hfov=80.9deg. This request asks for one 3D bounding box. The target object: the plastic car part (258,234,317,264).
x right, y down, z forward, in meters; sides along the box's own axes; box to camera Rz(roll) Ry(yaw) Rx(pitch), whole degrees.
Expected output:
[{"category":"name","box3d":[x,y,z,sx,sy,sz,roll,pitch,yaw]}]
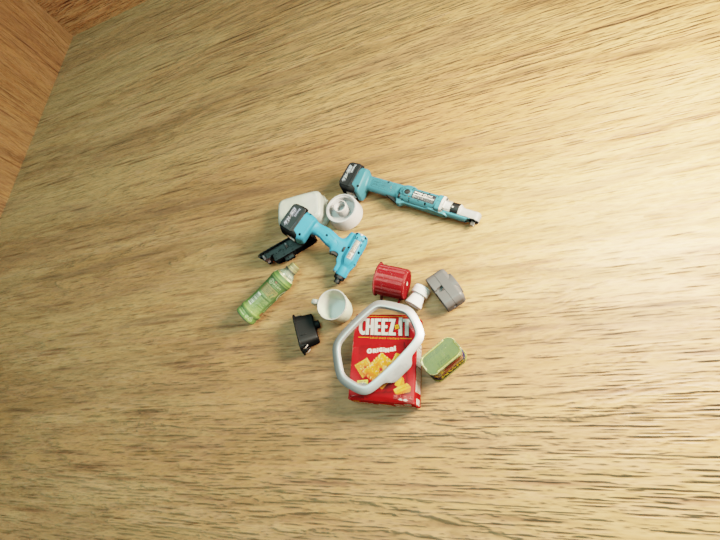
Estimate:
[{"category":"plastic car part","box3d":[-0.215,-0.073,1.313,0.204,0.063,0.070,-33,64,5]}]

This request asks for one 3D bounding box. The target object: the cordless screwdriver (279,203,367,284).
[{"category":"cordless screwdriver","box3d":[-0.120,-0.079,1.231,0.253,0.073,0.159,28,79,8]}]

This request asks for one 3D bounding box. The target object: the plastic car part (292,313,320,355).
[{"category":"plastic car part","box3d":[-0.146,0.165,1.180,0.071,0.063,0.121,-16,57,-1]}]

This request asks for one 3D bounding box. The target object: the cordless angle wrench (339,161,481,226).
[{"category":"cordless angle wrench","box3d":[0.137,-0.213,1.220,0.444,0.071,0.098,23,78,29]}]

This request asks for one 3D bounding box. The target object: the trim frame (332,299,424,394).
[{"category":"trim frame","box3d":[0.038,0.182,1.023,0.248,0.026,0.194,-44,54,-3]}]
